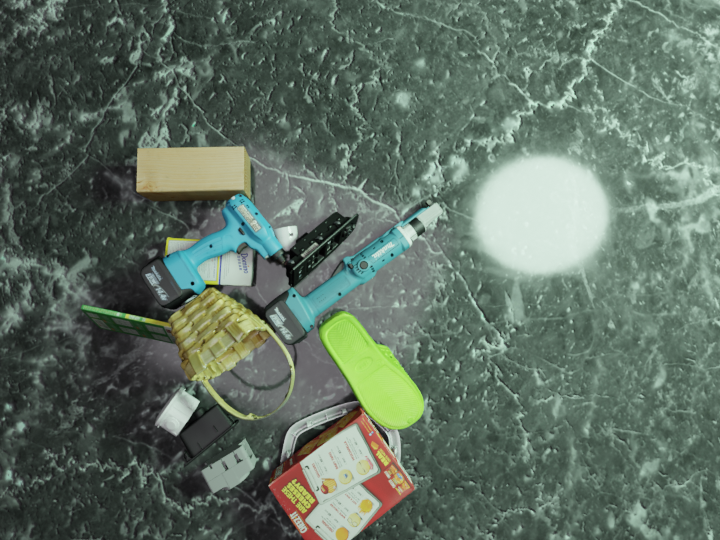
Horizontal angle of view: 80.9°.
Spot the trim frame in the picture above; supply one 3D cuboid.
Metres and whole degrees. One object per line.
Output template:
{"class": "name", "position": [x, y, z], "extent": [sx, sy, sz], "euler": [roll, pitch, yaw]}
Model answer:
{"class": "trim frame", "position": [-0.040, 0.367, 0.837], "extent": [0.247, 0.027, 0.185], "euler": [-19, 86, -5]}

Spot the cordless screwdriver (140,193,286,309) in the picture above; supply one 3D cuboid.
{"class": "cordless screwdriver", "position": [-0.274, -0.016, 0.806], "extent": [0.247, 0.074, 0.160], "euler": [-40, 88, -12]}

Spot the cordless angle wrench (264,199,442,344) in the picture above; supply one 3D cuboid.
{"class": "cordless angle wrench", "position": [0.000, -0.008, 0.860], "extent": [0.420, 0.074, 0.099], "euler": [-36, 85, -8]}

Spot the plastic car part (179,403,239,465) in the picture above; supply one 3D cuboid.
{"class": "plastic car part", "position": [-0.300, 0.302, 0.816], "extent": [0.116, 0.066, 0.071], "euler": [-41, 89, -9]}

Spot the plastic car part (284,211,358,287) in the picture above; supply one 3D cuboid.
{"class": "plastic car part", "position": [-0.083, -0.054, 0.844], "extent": [0.070, 0.064, 0.200], "euler": [36, 59, 26]}
